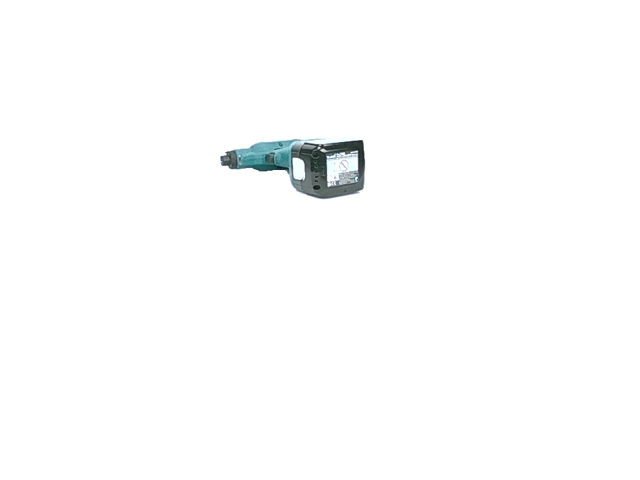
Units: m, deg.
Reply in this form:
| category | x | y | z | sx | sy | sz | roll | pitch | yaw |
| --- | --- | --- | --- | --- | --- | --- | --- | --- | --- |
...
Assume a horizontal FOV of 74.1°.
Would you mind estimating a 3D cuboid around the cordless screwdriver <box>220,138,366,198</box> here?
| category | x | y | z | sx | sy | sz | roll | pitch | yaw |
| --- | --- | --- | --- | --- | --- | --- | --- | --- | --- |
| cordless screwdriver | -0.049 | -0.122 | 0.666 | 0.158 | 0.074 | 0.250 | -12 | 20 | -27 |
